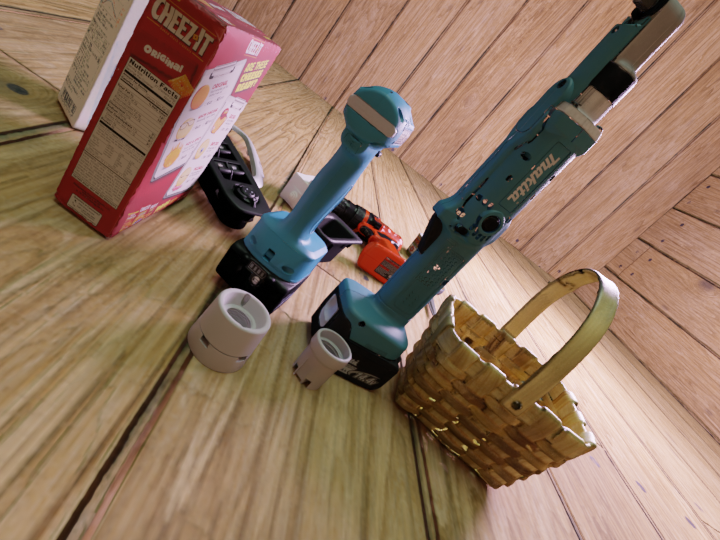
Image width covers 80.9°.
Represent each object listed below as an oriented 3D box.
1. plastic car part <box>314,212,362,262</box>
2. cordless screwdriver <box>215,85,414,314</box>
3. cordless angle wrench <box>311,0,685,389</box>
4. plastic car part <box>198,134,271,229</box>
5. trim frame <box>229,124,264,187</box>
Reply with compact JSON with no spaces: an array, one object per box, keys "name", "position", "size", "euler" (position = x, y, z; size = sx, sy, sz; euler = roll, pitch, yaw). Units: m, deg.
[{"name":"plastic car part","position":[-0.058,-0.038,0.589],"size":[0.068,0.071,0.113],"euler":[45,21,12]},{"name":"cordless screwdriver","position":[-0.036,-0.074,0.444],"size":[0.075,0.250,0.157],"euler":[41,20,0]},{"name":"cordless angle wrench","position":[0.109,-0.055,0.396],"size":[0.094,0.425,0.077],"euler":[33,22,-22]},{"name":"plastic car part","position":[-0.189,-0.128,0.562],"size":[0.063,0.067,0.213],"euler":[10,35,-53]},{"name":"trim frame","position":[-0.240,-0.218,0.724],"size":[0.175,0.027,0.261],"euler":[24,25,-35]}]
